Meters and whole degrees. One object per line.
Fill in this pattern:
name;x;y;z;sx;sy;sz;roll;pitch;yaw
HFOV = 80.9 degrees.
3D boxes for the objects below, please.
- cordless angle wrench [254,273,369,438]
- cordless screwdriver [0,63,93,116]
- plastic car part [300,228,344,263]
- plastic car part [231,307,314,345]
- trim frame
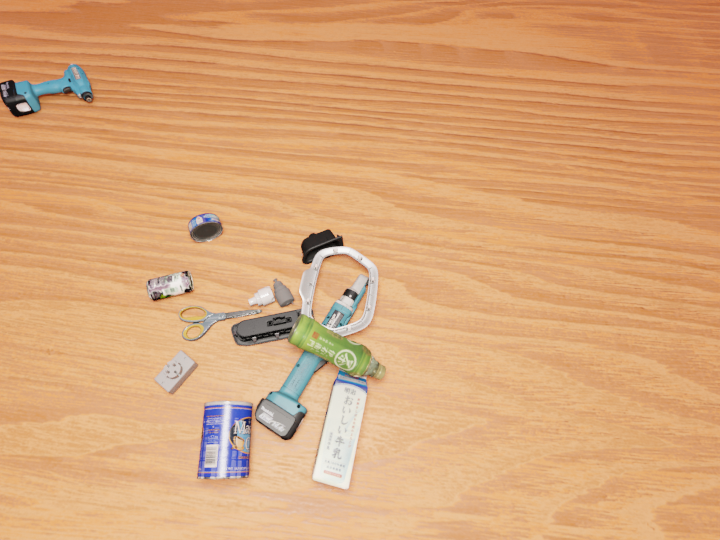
cordless angle wrench;-0.091;0.175;0.984;0.100;0.073;0.423;27;64;10
cordless screwdriver;-0.983;-0.557;1.335;0.244;0.073;0.165;-28;68;-18
plastic car part;-0.109;-0.071;1.115;0.115;0.063;0.074;-18;52;-7
plastic car part;-0.209;0.133;1.008;0.202;0.066;0.068;-12;73;-4
trim frame;-0.053;0.044;1.017;0.186;0.027;0.253;8;60;6
